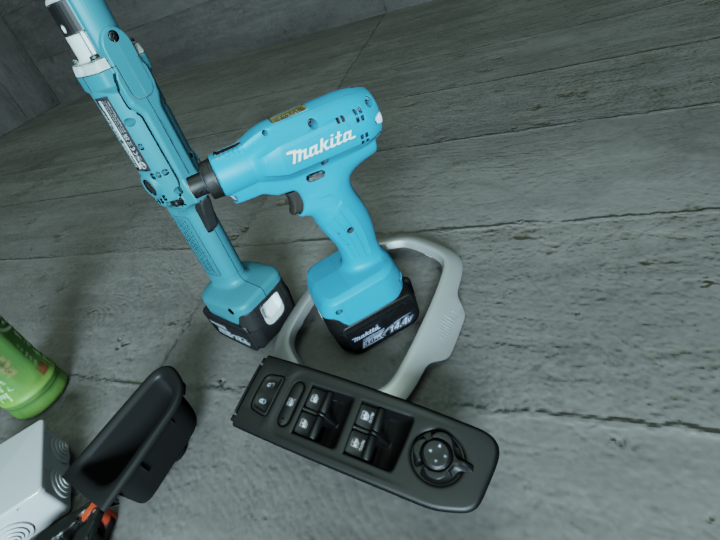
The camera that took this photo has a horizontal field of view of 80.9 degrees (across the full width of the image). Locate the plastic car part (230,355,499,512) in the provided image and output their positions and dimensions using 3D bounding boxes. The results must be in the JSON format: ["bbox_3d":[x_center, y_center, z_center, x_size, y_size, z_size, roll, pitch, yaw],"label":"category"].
[{"bbox_3d":[-0.002,0.132,0.331,0.212,0.064,0.066,6,44,30],"label":"plastic car part"}]

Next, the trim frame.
[{"bbox_3d":[0.013,0.044,0.459,0.193,0.026,0.248,7,46,31],"label":"trim frame"}]

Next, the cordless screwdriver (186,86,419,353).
[{"bbox_3d":[-0.038,-0.025,0.394,0.158,0.238,0.078,-24,37,-7],"label":"cordless screwdriver"}]

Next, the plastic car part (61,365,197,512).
[{"bbox_3d":[-0.189,0.156,0.384,0.069,0.068,0.116,7,45,30],"label":"plastic car part"}]

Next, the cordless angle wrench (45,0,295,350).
[{"bbox_3d":[-0.176,-0.091,0.400,0.103,0.404,0.074,14,47,36],"label":"cordless angle wrench"}]
